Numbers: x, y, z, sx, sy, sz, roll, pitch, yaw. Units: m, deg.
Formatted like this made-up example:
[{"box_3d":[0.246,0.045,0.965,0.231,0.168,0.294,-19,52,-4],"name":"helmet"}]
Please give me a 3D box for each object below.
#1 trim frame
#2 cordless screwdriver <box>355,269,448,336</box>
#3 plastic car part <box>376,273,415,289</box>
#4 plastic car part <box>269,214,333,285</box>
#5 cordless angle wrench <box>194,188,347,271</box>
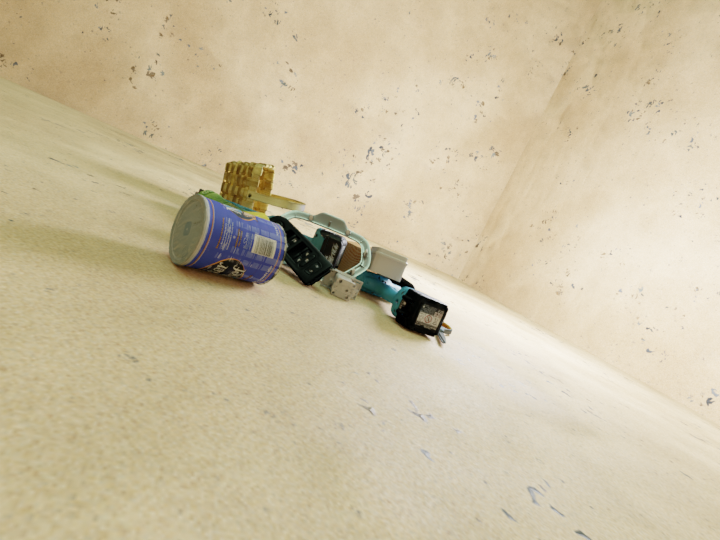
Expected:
[{"box_3d":[-0.094,-0.062,0.964,0.253,0.027,0.185,21,49,8],"name":"trim frame"},{"box_3d":[0.098,0.067,0.960,0.152,0.074,0.261,21,5,-31],"name":"cordless screwdriver"},{"box_3d":[0.099,0.047,1.175,0.122,0.066,0.067,33,-5,27],"name":"plastic car part"},{"box_3d":[-0.136,-0.042,0.881,0.213,0.066,0.064,46,-10,29],"name":"plastic car part"},{"box_3d":[-0.245,-0.114,1.076,0.433,0.098,0.073,22,6,12],"name":"cordless angle wrench"}]
